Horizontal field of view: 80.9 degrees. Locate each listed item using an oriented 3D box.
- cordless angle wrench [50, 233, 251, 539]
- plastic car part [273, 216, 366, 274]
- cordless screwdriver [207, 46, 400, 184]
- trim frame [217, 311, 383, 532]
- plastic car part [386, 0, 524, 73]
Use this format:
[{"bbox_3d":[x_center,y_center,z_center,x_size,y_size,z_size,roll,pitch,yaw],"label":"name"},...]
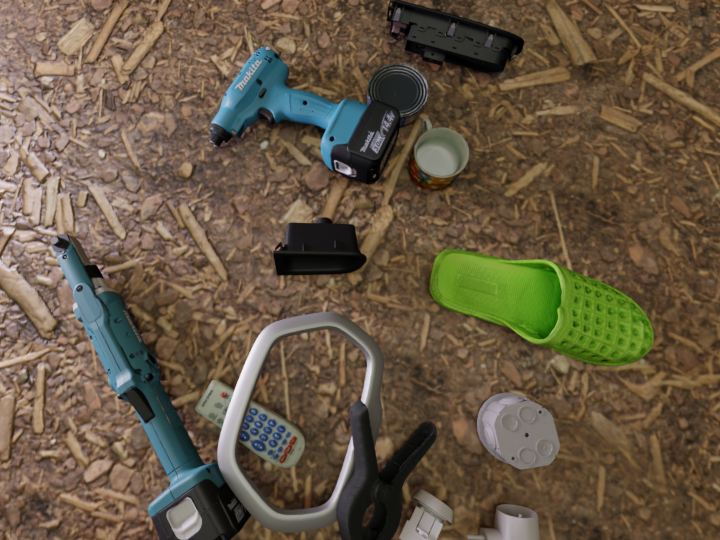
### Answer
[{"bbox_3d":[-0.276,0.125,0.514,0.074,0.096,0.435,-35,74,-8],"label":"cordless angle wrench"},{"bbox_3d":[-0.054,-0.036,0.557,0.116,0.064,0.073,-3,64,-4],"label":"plastic car part"},{"bbox_3d":[-0.081,-0.197,0.585,0.255,0.072,0.159,29,80,11],"label":"cordless screwdriver"},{"bbox_3d":[-0.061,0.170,0.502,0.182,0.027,0.251,19,68,-6],"label":"trim frame"},{"bbox_3d":[0.133,-0.333,0.614,0.205,0.065,0.067,15,88,5],"label":"plastic car part"}]
